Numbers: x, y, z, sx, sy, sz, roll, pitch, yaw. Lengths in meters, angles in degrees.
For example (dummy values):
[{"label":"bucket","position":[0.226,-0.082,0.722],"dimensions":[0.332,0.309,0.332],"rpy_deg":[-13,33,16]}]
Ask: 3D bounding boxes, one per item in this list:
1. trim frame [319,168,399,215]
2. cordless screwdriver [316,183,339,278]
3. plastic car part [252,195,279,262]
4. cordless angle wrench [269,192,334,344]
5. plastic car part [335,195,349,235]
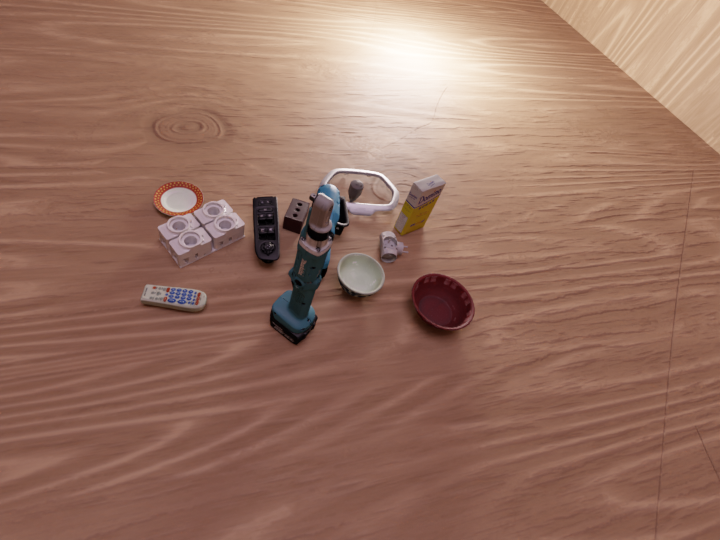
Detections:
[{"label":"trim frame","position":[-0.003,-0.242,1.289],"dimensions":[0.244,0.027,0.190],"rpy_deg":[4,52,-10]},{"label":"cordless screwdriver","position":[-0.097,-0.063,0.989],"dimensions":[0.073,0.245,0.164],"rpy_deg":[9,52,-12]},{"label":"plastic car part","position":[-0.246,-0.100,1.099],"dimensions":[0.065,0.066,0.211],"rpy_deg":[-1,53,-16]},{"label":"cordless angle wrench","position":[-0.107,0.008,0.822],"dimensions":[0.100,0.417,0.073],"rpy_deg":[37,52,10]},{"label":"plastic car part","position":[-0.071,-0.145,1.171],"dimensions":[0.064,0.070,0.121],"rpy_deg":[1,53,-15]}]
